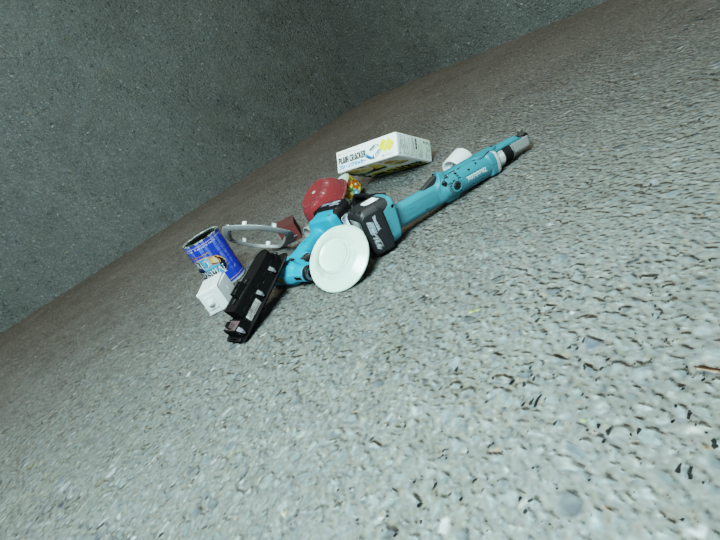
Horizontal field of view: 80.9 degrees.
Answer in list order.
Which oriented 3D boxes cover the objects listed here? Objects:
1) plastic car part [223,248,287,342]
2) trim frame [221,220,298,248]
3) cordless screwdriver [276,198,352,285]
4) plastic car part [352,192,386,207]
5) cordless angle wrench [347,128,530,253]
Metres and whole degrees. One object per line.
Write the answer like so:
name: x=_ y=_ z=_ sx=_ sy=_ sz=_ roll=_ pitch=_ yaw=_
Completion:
plastic car part: x=-0.210 y=0.037 z=0.820 sx=0.069 sy=0.064 sz=0.204 roll=-17 pitch=39 yaw=50
trim frame: x=-0.247 y=-0.085 z=1.042 sx=0.181 sy=0.028 sz=0.250 roll=7 pitch=-11 yaw=-12
cordless screwdriver: x=-0.091 y=-0.059 z=0.926 sx=0.167 sy=0.071 sz=0.247 roll=-2 pitch=39 yaw=47
plastic car part: x=0.030 y=-0.163 z=1.019 sx=0.070 sy=0.064 sz=0.121 roll=-18 pitch=17 yaw=-14
cordless angle wrench: x=0.175 y=-0.171 z=0.842 sx=0.418 sy=0.095 sz=0.077 roll=-30 pitch=21 yaw=-12
